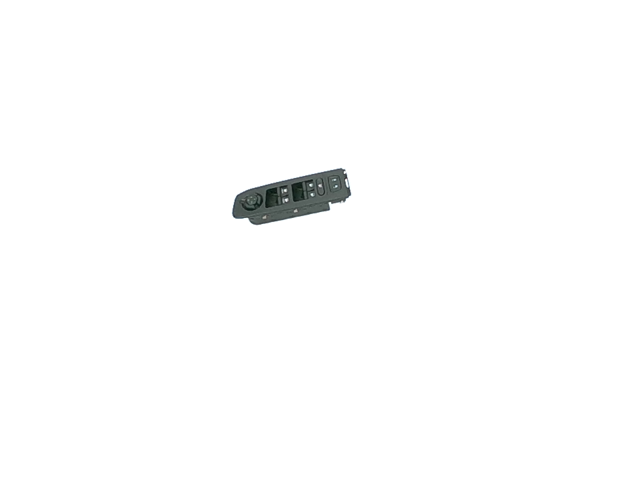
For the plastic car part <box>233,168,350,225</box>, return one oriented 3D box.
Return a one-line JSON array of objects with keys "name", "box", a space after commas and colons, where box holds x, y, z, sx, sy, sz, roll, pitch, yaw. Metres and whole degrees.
[{"name": "plastic car part", "box": [-0.050, -0.070, 0.741, 0.203, 0.066, 0.067, -10, -26, 2]}]
